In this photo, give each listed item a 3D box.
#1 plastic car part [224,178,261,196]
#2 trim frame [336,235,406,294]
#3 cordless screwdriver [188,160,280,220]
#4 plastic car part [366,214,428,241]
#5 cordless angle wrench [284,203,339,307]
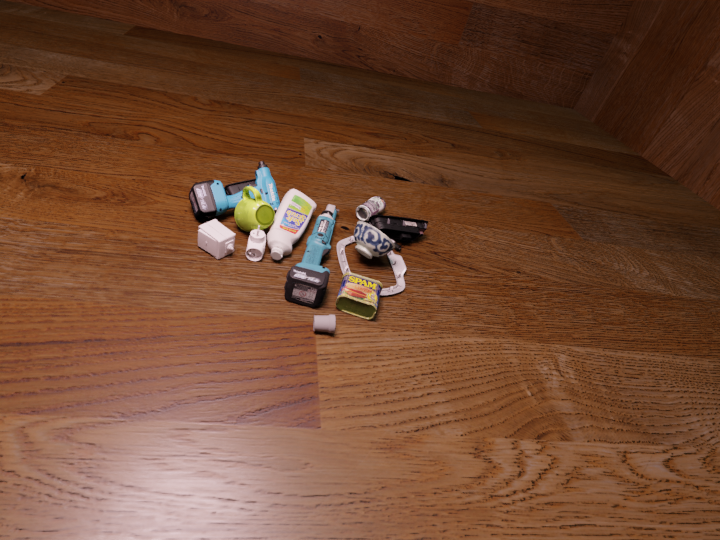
[{"bbox_3d":[-0.344,-0.226,1.269,0.113,0.065,0.074,-21,65,-32],"label":"plastic car part"},{"bbox_3d":[0.030,-0.023,1.151,0.180,0.027,0.259,3,38,-15],"label":"trim frame"},{"bbox_3d":[-0.355,-0.228,1.197,0.240,0.076,0.161,-12,82,-31],"label":"cordless screwdriver"},{"bbox_3d":[0.109,-0.120,1.247,0.195,0.067,0.069,9,58,-25],"label":"plastic car part"},{"bbox_3d":[-0.111,-0.073,1.138,0.098,0.073,0.431,13,36,-3],"label":"cordless angle wrench"}]
